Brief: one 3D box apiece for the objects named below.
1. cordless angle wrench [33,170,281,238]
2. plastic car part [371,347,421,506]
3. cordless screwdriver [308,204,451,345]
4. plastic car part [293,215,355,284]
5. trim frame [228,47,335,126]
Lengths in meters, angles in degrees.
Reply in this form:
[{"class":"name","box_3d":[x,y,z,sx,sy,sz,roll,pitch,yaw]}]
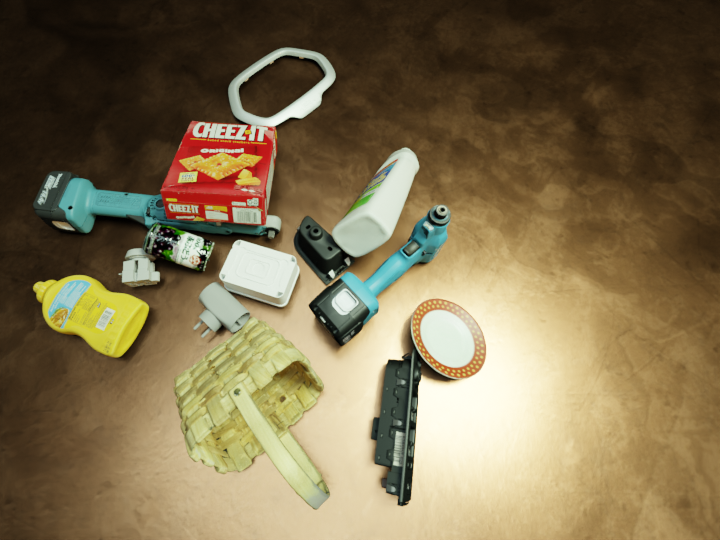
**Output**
[{"class":"cordless angle wrench","box_3d":[-0.352,-0.105,0.758,0.425,0.072,0.100,6,66,2]},{"class":"plastic car part","box_3d":[0.054,0.213,0.603,0.070,0.063,0.206,0,64,28]},{"class":"cordless screwdriver","box_3d":[0.037,0.002,0.644,0.247,0.156,0.076,-40,76,-14]},{"class":"plastic car part","box_3d":[-0.070,-0.046,0.718,0.065,0.069,0.120,-39,74,-18]},{"class":"trim frame","box_3d":[-0.170,-0.396,0.907,0.191,0.027,0.246,40,71,19]}]
